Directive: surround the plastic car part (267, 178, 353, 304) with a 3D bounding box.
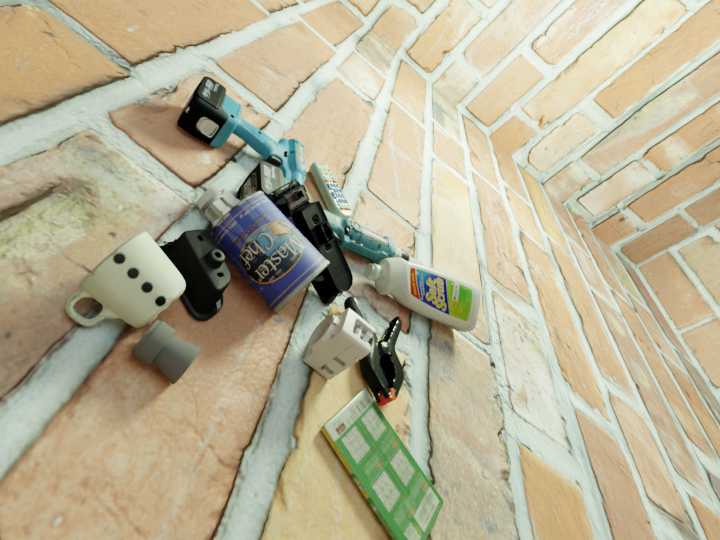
[{"bbox_3d":[-0.064,-0.042,0.654,0.065,0.070,0.197,-41,117,-45],"label":"plastic car part"}]

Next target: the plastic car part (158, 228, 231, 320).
[{"bbox_3d":[-0.197,-0.006,0.529,0.063,0.071,0.120,-13,62,-51],"label":"plastic car part"}]

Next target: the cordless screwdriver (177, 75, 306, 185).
[{"bbox_3d":[-0.201,-0.229,0.767,0.236,0.075,0.165,27,38,-33],"label":"cordless screwdriver"}]

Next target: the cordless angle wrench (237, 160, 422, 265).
[{"bbox_3d":[-0.025,-0.066,0.785,0.401,0.075,0.102,22,40,-34],"label":"cordless angle wrench"}]
